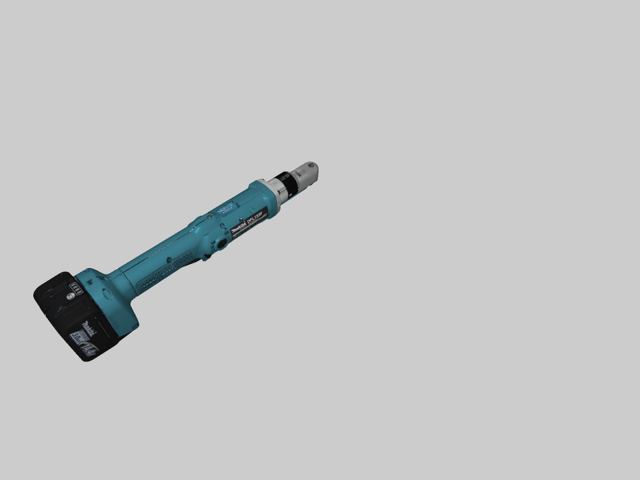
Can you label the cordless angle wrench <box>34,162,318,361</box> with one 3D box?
[{"bbox_3d":[-0.154,-0.007,0.588,0.074,0.098,0.421,38,58,24],"label":"cordless angle wrench"}]
